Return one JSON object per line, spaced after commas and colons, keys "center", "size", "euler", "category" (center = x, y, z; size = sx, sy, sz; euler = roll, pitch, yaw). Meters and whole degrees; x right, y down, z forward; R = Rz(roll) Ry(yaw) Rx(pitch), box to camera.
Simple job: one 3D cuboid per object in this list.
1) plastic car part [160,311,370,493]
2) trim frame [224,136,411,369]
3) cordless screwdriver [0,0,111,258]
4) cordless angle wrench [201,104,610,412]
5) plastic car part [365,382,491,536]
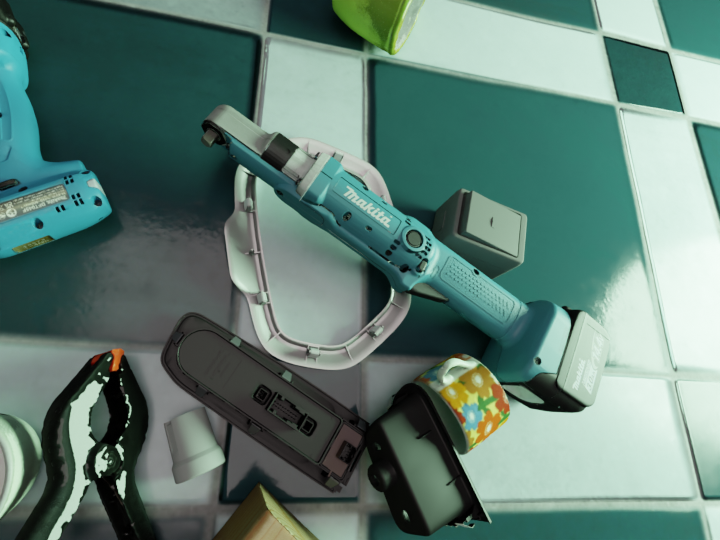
{"center": [-0.082, 0.109, 0.358], "size": [0.204, 0.067, 0.066], "euler": [34, 75, 2], "category": "plastic car part"}
{"center": [-0.042, -0.027, 0.429], "size": [0.180, 0.027, 0.253], "euler": [-7, 76, -14], "category": "trim frame"}
{"center": [-0.344, -0.126, 0.368], "size": [0.156, 0.075, 0.251], "euler": [-26, 84, -20], "category": "cordless screwdriver"}
{"center": [0.038, -0.020, 0.396], "size": [0.418, 0.075, 0.098], "euler": [35, 66, -6], "category": "cordless angle wrench"}
{"center": [0.040, 0.165, 0.353], "size": [0.068, 0.067, 0.119], "euler": [-17, 75, -40], "category": "plastic car part"}
